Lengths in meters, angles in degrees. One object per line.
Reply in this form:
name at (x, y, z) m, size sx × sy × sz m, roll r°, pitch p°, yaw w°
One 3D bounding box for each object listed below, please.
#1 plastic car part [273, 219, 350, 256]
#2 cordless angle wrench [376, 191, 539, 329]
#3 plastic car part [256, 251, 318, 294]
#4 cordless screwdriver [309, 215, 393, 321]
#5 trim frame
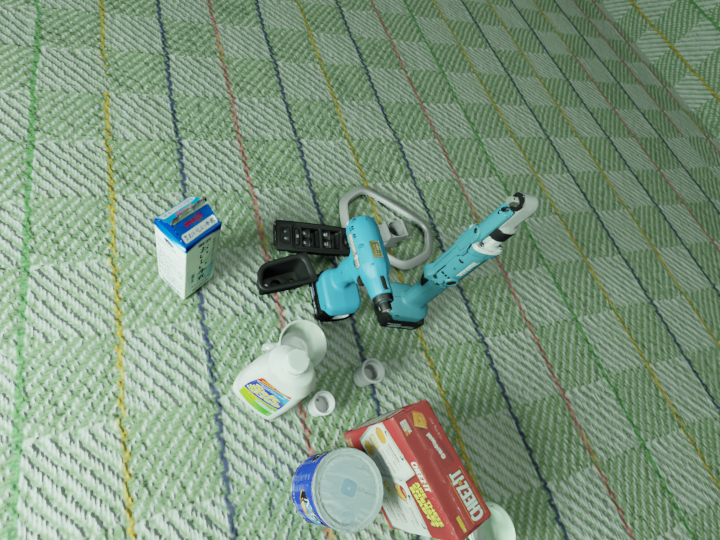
plastic car part at (-0.087, -0.057, 0.887) m, size 0.197 × 0.067 × 0.068 m, roll 2°, pitch 62°, yaw -18°
cordless angle wrench at (0.148, -0.002, 0.719) m, size 0.095 × 0.423 × 0.076 m, roll 10°, pitch 61°, yaw -18°
plastic car part at (-0.153, 0.016, 0.821) m, size 0.113 × 0.071 × 0.068 m, roll -15°, pitch 69°, yaw -26°
cordless screwdriver at (-0.016, 0.032, 0.750) m, size 0.072 × 0.249 × 0.164 m, roll -4°, pitch 65°, yaw -24°
trim frame at (0.060, -0.102, 0.985) m, size 0.248 × 0.027 × 0.185 m, roll 28°, pitch 56°, yaw -1°
